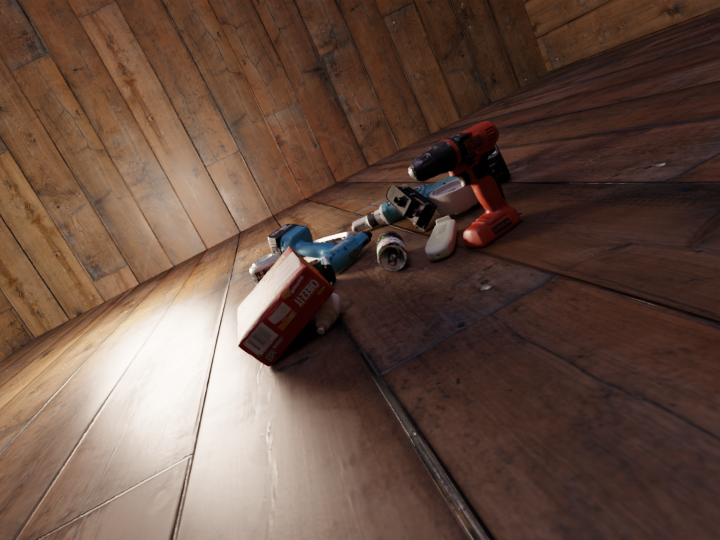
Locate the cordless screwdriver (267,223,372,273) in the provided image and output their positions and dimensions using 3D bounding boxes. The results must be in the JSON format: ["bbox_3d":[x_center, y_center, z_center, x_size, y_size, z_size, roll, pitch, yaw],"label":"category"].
[{"bbox_3d":[-0.103,-0.067,1.048,0.263,0.072,0.156,13,40,41],"label":"cordless screwdriver"}]

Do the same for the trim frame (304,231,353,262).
[{"bbox_3d":[-0.122,-0.056,1.200,0.259,0.027,0.181,-8,24,43],"label":"trim frame"}]

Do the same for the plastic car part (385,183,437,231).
[{"bbox_3d":[0.107,-0.159,1.000,0.065,0.065,0.210,11,22,-16],"label":"plastic car part"}]

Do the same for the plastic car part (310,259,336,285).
[{"bbox_3d":[-0.100,0.018,0.906,0.121,0.066,0.068,-18,1,39],"label":"plastic car part"}]

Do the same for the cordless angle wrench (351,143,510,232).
[{"bbox_3d":[0.158,-0.191,1.097,0.433,0.071,0.100,-23,31,26],"label":"cordless angle wrench"}]
